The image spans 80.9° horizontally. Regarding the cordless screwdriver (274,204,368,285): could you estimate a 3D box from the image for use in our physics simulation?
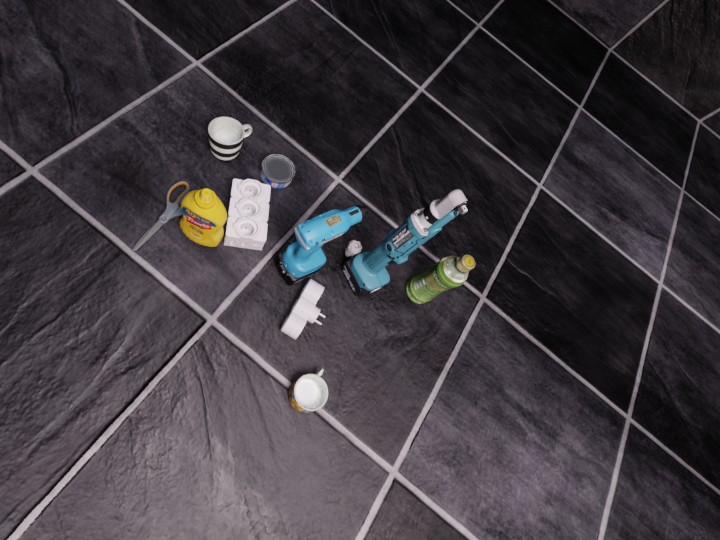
[{"bbox_3d":[-0.088,-0.058,0.904,0.155,0.251,0.075,-27,83,-29],"label":"cordless screwdriver"}]

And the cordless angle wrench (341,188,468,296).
[{"bbox_3d":[0.079,-0.052,0.859,0.072,0.427,0.100,-20,80,-29],"label":"cordless angle wrench"}]
